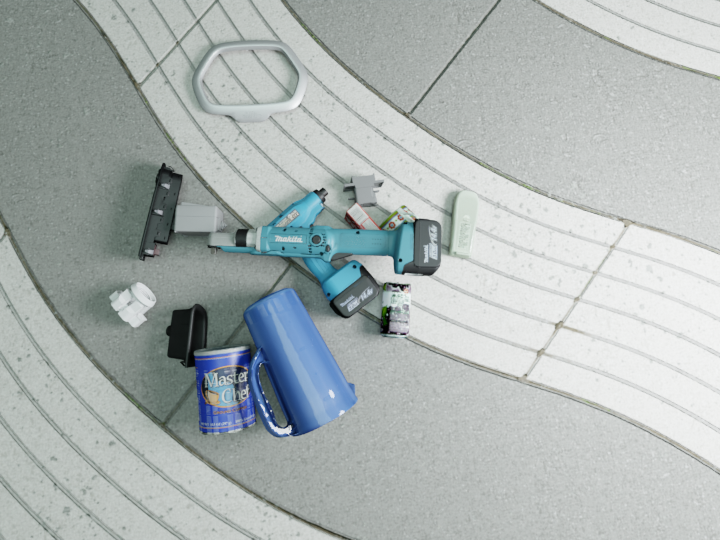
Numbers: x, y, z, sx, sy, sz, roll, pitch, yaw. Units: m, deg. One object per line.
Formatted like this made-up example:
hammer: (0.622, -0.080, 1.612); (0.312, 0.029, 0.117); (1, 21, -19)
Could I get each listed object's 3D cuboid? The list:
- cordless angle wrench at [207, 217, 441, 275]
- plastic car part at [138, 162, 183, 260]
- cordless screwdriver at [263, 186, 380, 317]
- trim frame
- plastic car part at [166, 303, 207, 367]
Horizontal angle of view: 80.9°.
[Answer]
cordless angle wrench: (-0.075, -0.049, 0.768); (0.429, 0.072, 0.099); (3, 81, 8)
plastic car part: (-0.395, -0.118, 0.845); (0.066, 0.067, 0.204); (7, 82, -12)
cordless screwdriver: (-0.059, -0.037, 0.829); (0.159, 0.073, 0.253); (-43, 81, -6)
trim frame: (-0.237, -0.408, 0.907); (0.247, 0.027, 0.186); (-4, 81, -3)
plastic car part: (-0.339, 0.124, 0.814); (0.072, 0.064, 0.118); (-5, 79, 11)
